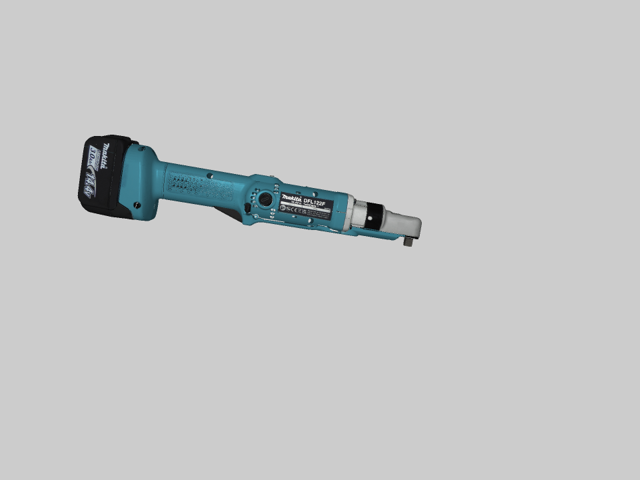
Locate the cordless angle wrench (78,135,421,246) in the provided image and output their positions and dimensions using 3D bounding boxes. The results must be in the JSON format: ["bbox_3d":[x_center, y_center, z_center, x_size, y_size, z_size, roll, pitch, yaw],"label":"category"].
[{"bbox_3d":[-0.072,-0.050,0.546,0.423,0.098,0.074,9,3,-7],"label":"cordless angle wrench"}]
